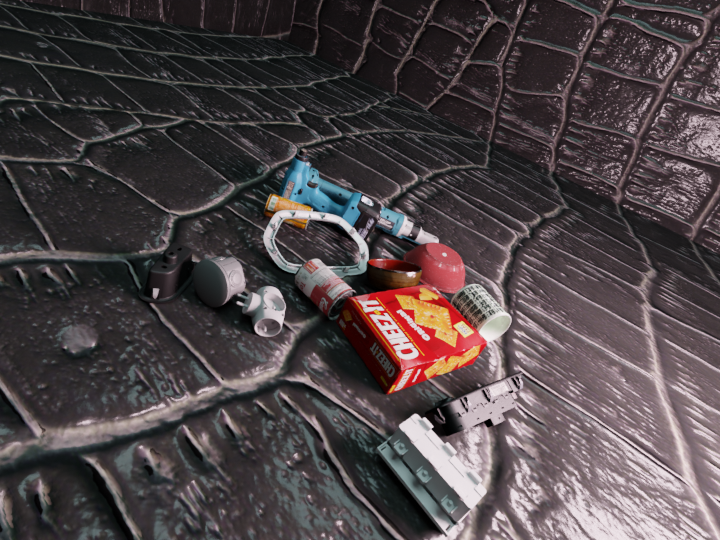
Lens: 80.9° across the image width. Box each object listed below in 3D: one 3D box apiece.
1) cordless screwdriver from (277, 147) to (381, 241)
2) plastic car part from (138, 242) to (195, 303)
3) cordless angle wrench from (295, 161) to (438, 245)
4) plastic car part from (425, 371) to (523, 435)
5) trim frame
[{"bbox_3d":[-0.069,-0.178,1.011,0.249,0.158,0.075,24,32,0],"label":"cordless screwdriver"},{"bbox_3d":[-0.314,-0.004,0.698,0.066,0.070,0.118,19,29,-5],"label":"plastic car part"},{"bbox_3d":[0.007,-0.156,1.088,0.422,0.097,0.075,24,35,-1],"label":"cordless angle wrench"},{"bbox_3d":[0.186,0.215,0.671,0.194,0.067,0.069,-2,65,-34],"label":"plastic car part"},{"bbox_3d":[-0.089,-0.058,0.910,0.238,0.027,0.191,3,54,-29],"label":"trim frame"}]
